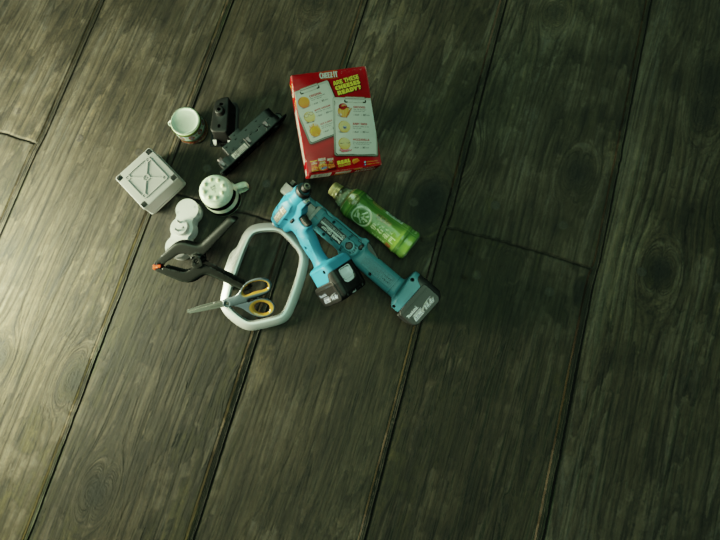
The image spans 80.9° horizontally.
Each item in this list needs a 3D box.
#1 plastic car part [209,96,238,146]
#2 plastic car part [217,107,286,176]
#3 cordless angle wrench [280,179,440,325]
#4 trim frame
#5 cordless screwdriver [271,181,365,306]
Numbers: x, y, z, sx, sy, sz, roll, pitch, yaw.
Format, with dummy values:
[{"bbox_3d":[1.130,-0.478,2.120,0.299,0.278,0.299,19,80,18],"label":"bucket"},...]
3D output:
[{"bbox_3d":[-0.325,-0.356,0.995,0.066,0.070,0.117,3,84,-1],"label":"plastic car part"},{"bbox_3d":[-0.258,-0.305,0.981,0.202,0.066,0.067,-40,91,-6],"label":"plastic car part"},{"bbox_3d":[-0.019,-0.053,0.925,0.433,0.072,0.098,41,95,12],"label":"cordless angle wrench"},{"bbox_3d":[-0.217,0.011,0.947,0.186,0.027,0.249,16,83,5],"label":"trim frame"},{"bbox_3d":[-0.085,-0.056,0.874,0.072,0.161,0.251,-30,84,-35],"label":"cordless screwdriver"}]
